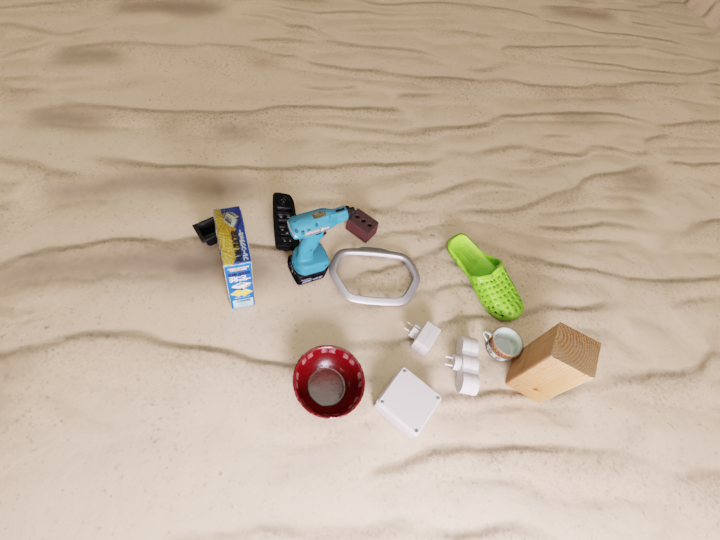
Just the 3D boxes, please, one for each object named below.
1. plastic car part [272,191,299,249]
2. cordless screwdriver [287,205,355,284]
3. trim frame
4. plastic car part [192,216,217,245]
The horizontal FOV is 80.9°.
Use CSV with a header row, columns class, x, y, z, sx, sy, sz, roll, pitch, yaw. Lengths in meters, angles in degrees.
class,x,y,z,sx,sy,sz,roll,pitch,yaw
plastic car part,-0.210,-0.131,1.176,0.065,0.066,0.210,-4,58,-11
cordless screwdriver,-0.102,-0.066,1.039,0.156,0.244,0.077,-18,64,-20
trim frame,0.038,0.010,1.134,0.247,0.027,0.189,2,57,-5
plastic car part,-0.382,-0.106,1.139,0.114,0.069,0.069,-28,67,-22
